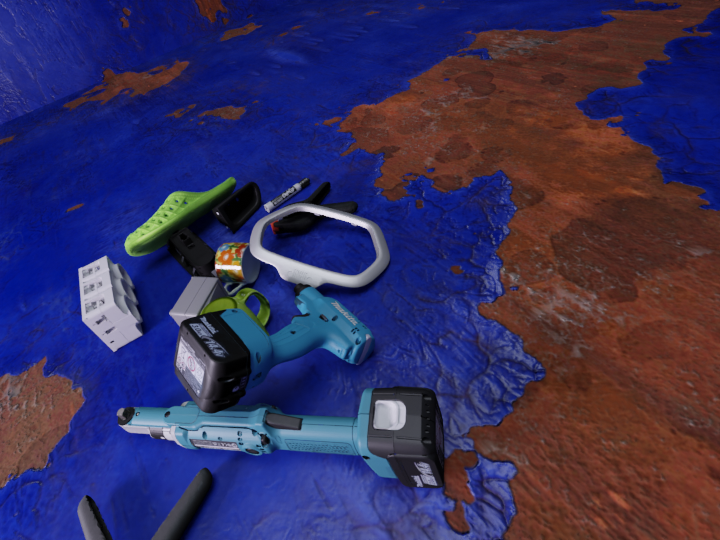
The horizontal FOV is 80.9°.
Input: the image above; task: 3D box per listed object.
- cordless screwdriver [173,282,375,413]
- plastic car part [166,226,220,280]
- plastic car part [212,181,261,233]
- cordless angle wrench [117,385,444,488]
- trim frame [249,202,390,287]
[{"bbox_3d":[-0.115,0.078,0.550,0.238,0.073,0.168,-8,35,-42],"label":"cordless screwdriver"},{"bbox_3d":[-0.320,-0.036,0.821,0.065,0.064,0.215,-33,47,-26],"label":"plastic car part"},{"bbox_3d":[-0.272,-0.140,0.913,0.074,0.063,0.116,0,41,38],"label":"plastic car part"},{"bbox_3d":[-0.122,0.190,0.510,0.436,0.093,0.076,-5,44,20],"label":"cordless angle wrench"},{"bbox_3d":[-0.072,-0.047,0.732,0.255,0.027,0.185,16,48,13],"label":"trim frame"}]
